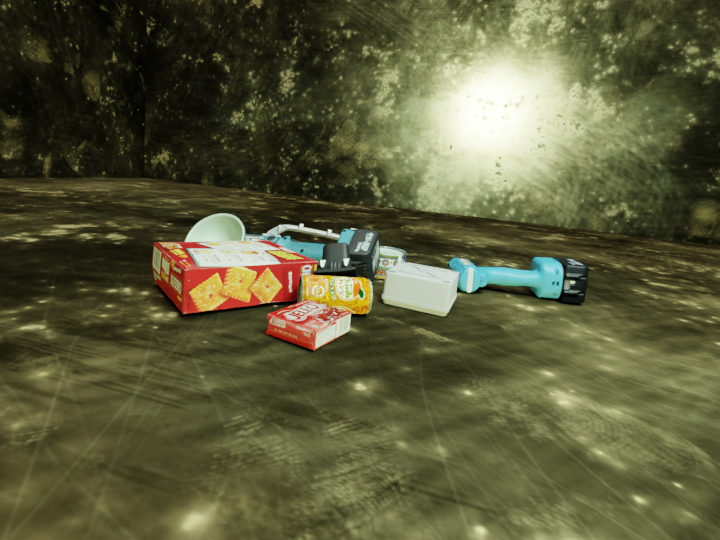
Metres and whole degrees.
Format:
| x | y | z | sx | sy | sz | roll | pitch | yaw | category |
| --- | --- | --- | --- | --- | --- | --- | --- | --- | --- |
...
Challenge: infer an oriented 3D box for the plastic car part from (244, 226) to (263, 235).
| x | y | z | sx | sy | sz | roll | pitch | yaw | category |
| --- | --- | --- | --- | --- | --- | --- | --- | --- | --- |
| -0.291 | -0.068 | 0.970 | 0.208 | 0.066 | 0.066 | 6 | 19 | 15 | plastic car part |

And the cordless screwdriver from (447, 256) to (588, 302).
| x | y | z | sx | sy | sz | roll | pitch | yaw | category |
| --- | --- | --- | --- | --- | --- | --- | --- | --- | --- |
| 0.309 | 0.007 | 0.868 | 0.251 | 0.073 | 0.159 | 3 | 13 | 5 | cordless screwdriver |

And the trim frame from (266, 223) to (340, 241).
| x | y | z | sx | sy | sz | roll | pitch | yaw | category |
| --- | --- | --- | --- | --- | --- | --- | --- | --- | --- |
| -0.097 | -0.063 | 0.992 | 0.242 | 0.027 | 0.191 | 12 | 25 | -15 | trim frame |

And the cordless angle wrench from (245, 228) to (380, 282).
| x | y | z | sx | sy | sz | roll | pitch | yaw | category |
| --- | --- | --- | --- | --- | --- | --- | --- | --- | --- |
| -0.176 | -0.045 | 0.870 | 0.437 | 0.071 | 0.098 | 6 | 39 | 19 | cordless angle wrench |

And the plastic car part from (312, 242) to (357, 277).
| x | y | z | sx | sy | sz | roll | pitch | yaw | category |
| --- | --- | --- | --- | --- | --- | --- | --- | --- | --- |
| -0.036 | -0.009 | 0.690 | 0.067 | 0.072 | 0.113 | -3 | -19 | 6 | plastic car part |
